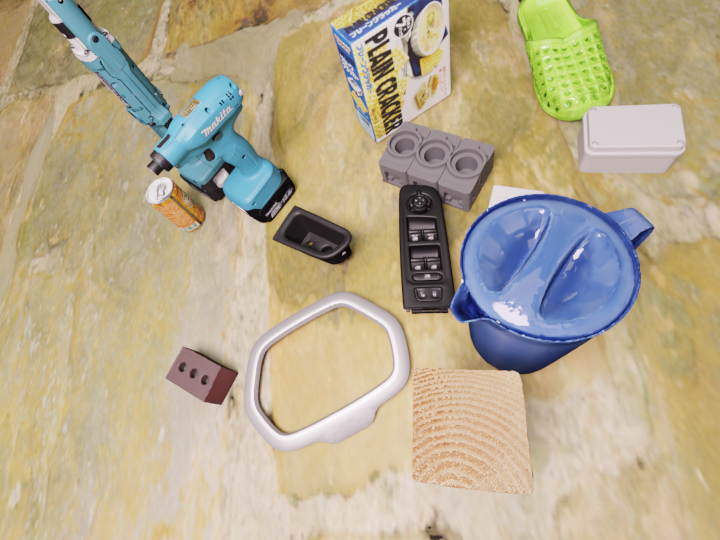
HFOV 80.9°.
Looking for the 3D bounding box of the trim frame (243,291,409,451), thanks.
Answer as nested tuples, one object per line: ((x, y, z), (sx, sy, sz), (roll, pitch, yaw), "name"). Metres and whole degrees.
((-0.053, 0.137, 0.586), (0.249, 0.026, 0.192), (-31, 61, 2), "trim frame")

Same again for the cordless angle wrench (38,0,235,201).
((-0.320, -0.250, 0.633), (0.102, 0.404, 0.074), (31, 77, 23), "cordless angle wrench")

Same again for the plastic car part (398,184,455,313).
((0.090, -0.031, 0.598), (0.068, 0.064, 0.208), (-7, 64, 12), "plastic car part")

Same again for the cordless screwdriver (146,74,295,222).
((-0.203, -0.153, 0.646), (0.078, 0.238, 0.159), (34, 78, 24), "cordless screwdriver")

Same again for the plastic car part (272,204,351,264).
((-0.063, -0.041, 0.648), (0.122, 0.068, 0.066), (25, 75, 25), "plastic car part")
